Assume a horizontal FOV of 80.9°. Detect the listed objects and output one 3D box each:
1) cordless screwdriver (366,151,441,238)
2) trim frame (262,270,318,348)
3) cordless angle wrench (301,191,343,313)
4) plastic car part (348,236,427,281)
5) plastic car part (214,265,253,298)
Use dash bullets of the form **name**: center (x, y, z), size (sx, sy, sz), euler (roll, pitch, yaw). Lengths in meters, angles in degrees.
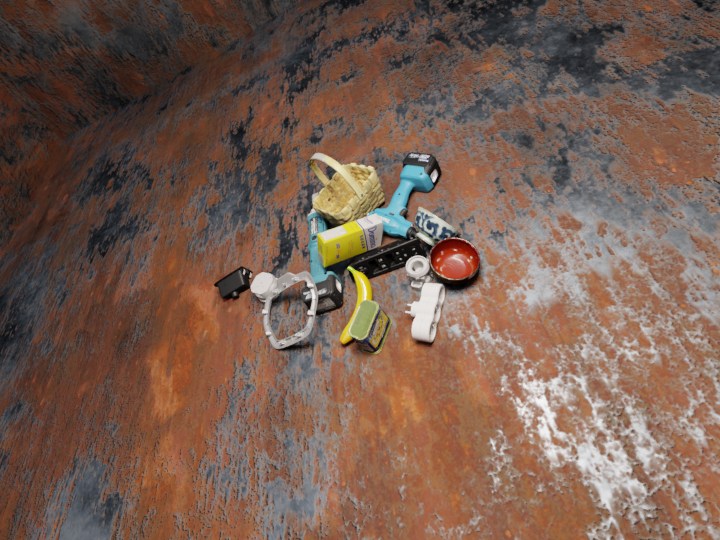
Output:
- **cordless screwdriver**: center (0.139, -0.200, 1.155), size (0.168, 0.070, 0.248), euler (25, 76, 39)
- **trim frame**: center (-0.189, 0.100, 1.096), size (0.254, 0.026, 0.189), euler (-30, 58, 43)
- **cordless angle wrench**: center (-0.119, -0.078, 1.219), size (0.100, 0.070, 0.438), euler (-21, 48, 15)
- **plastic car part**: center (0.060, -0.034, 1.089), size (0.206, 0.063, 0.070), euler (-24, 40, 13)
- **plastic car part**: center (-0.383, 0.048, 1.290), size (0.117, 0.063, 0.074), euler (-32, 62, 10)
